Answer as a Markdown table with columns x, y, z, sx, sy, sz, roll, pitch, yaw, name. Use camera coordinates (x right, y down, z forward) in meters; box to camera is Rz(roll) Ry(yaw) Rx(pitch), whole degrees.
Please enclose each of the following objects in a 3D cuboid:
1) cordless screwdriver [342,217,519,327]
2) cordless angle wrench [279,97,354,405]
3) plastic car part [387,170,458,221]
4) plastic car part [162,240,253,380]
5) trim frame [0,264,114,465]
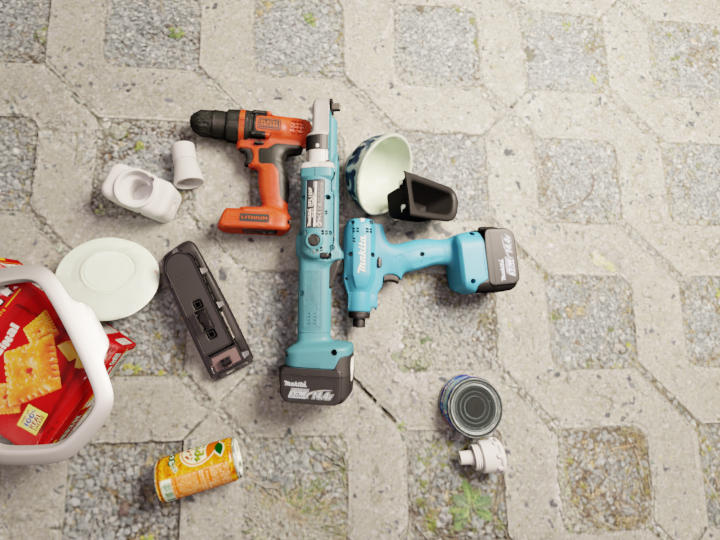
| x | y | z | sx | sy | sz | roll | pitch | yaw | name |
| --- | --- | --- | --- | --- | --- | --- | --- | --- | --- |
| 0.097 | 0.007 | 0.628 | 0.248 | 0.074 | 0.160 | 2 | 82 | -2 | cordless screwdriver |
| -0.058 | -0.038 | 0.595 | 0.100 | 0.072 | 0.425 | -1 | 84 | 10 | cordless angle wrench |
| 0.085 | -0.097 | 0.632 | 0.110 | 0.073 | 0.067 | 7 | 74 | -42 | plastic car part |
| -0.226 | 0.054 | 0.596 | 0.066 | 0.066 | 0.206 | -27 | 83 | -3 | plastic car part |
| -0.404 | 0.112 | 0.512 | 0.183 | 0.027 | 0.252 | -31 | 82 | -8 | trim frame |
